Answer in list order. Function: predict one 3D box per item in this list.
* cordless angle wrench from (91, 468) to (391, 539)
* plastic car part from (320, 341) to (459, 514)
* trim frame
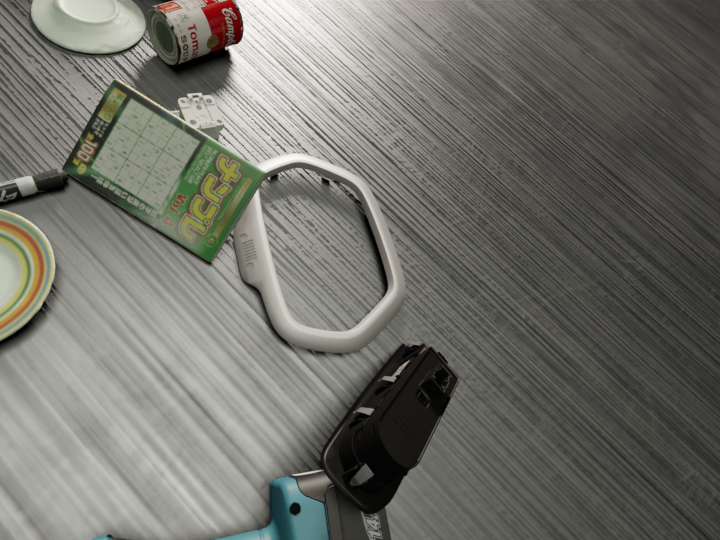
[{"bbox_3d":[-0.185,0.212,0.266,0.411,0.074,0.101,-2,65,-18],"label":"cordless angle wrench"},{"bbox_3d":[0.041,0.115,0.355,0.067,0.068,0.197,55,33,4],"label":"plastic car part"},{"bbox_3d":[-0.046,-0.030,0.473,0.178,0.027,0.256,-8,68,-25],"label":"trim frame"}]
